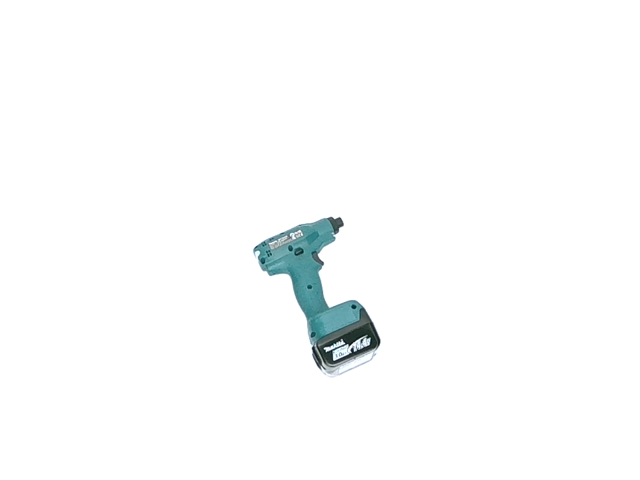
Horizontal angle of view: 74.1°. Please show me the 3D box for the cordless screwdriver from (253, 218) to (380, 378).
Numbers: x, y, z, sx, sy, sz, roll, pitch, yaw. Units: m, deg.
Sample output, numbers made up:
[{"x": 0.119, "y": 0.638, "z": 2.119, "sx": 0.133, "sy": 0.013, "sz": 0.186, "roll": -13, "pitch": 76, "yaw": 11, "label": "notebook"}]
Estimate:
[{"x": 0.014, "y": 0.077, "z": 0.673, "sx": 0.159, "sy": 0.249, "sz": 0.074, "roll": -25, "pitch": -27, "yaw": -13, "label": "cordless screwdriver"}]
